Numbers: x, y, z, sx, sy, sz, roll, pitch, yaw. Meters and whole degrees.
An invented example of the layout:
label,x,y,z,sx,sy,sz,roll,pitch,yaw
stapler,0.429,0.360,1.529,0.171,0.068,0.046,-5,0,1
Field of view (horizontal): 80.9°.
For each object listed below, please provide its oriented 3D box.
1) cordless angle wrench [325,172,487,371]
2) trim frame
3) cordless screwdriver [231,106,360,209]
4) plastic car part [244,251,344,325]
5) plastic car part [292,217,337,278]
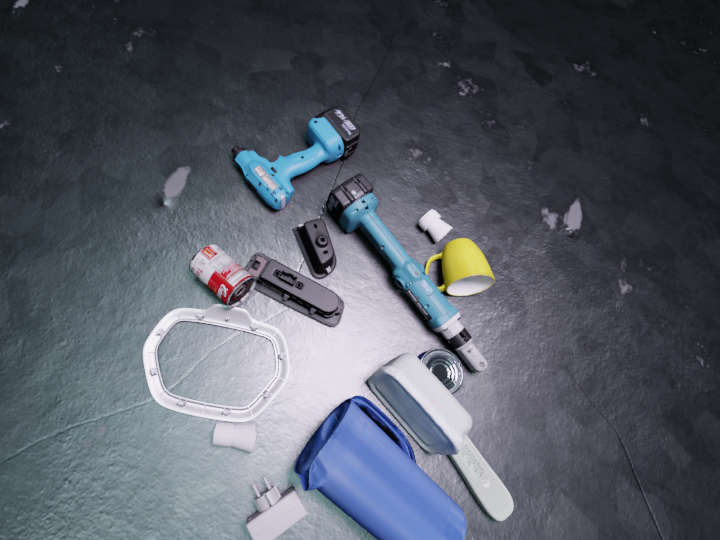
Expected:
label,x,y,z,sx,sy,sz,roll,pitch,yaw
cordless angle wrench,0.091,0.009,0.790,0.073,0.097,0.431,-34,80,-17
trim frame,-0.244,0.151,0.718,0.248,0.027,0.187,11,66,-1
cordless screwdriver,-0.132,-0.251,0.874,0.246,0.073,0.163,-40,79,-16
plastic car part,-0.116,0.028,0.769,0.204,0.067,0.066,29,60,1
plastic car part,-0.078,-0.051,0.800,0.065,0.070,0.120,-17,69,-15
